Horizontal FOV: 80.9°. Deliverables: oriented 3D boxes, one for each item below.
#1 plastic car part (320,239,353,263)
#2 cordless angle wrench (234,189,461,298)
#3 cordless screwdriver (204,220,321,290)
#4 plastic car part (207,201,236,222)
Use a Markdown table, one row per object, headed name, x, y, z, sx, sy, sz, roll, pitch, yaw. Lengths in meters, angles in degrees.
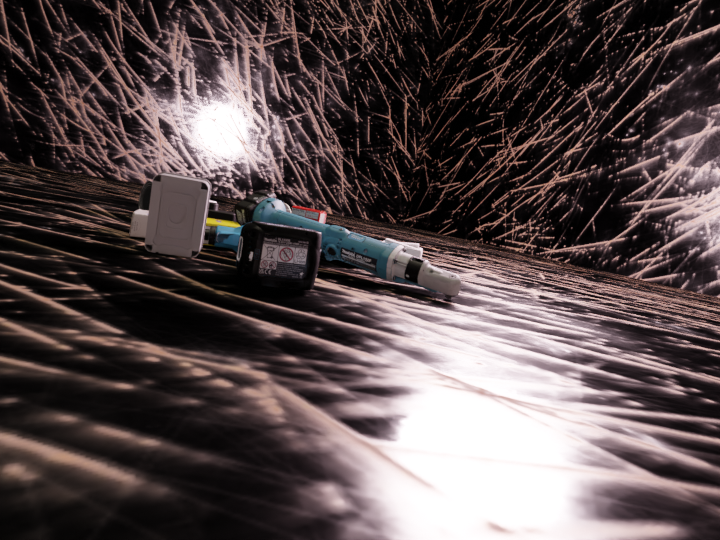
| name | x | y | z | sx | sy | sz | roll | pitch | yaw |
| --- | --- | --- | --- | --- | --- | --- | --- | --- | --- |
| plastic car part | -0.082 | -0.054 | 0.840 | 0.213 | 0.067 | 0.063 | 18 | 0 | 29 |
| cordless angle wrench | -0.037 | -0.044 | 0.728 | 0.444 | 0.095 | 0.073 | 20 | 40 | 28 |
| cordless screwdriver | -0.150 | -0.035 | 0.602 | 0.155 | 0.074 | 0.256 | 8 | 5 | -18 |
| plastic car part | -0.293 | -0.100 | 0.846 | 0.115 | 0.070 | 0.067 | 13 | 7 | -6 |
